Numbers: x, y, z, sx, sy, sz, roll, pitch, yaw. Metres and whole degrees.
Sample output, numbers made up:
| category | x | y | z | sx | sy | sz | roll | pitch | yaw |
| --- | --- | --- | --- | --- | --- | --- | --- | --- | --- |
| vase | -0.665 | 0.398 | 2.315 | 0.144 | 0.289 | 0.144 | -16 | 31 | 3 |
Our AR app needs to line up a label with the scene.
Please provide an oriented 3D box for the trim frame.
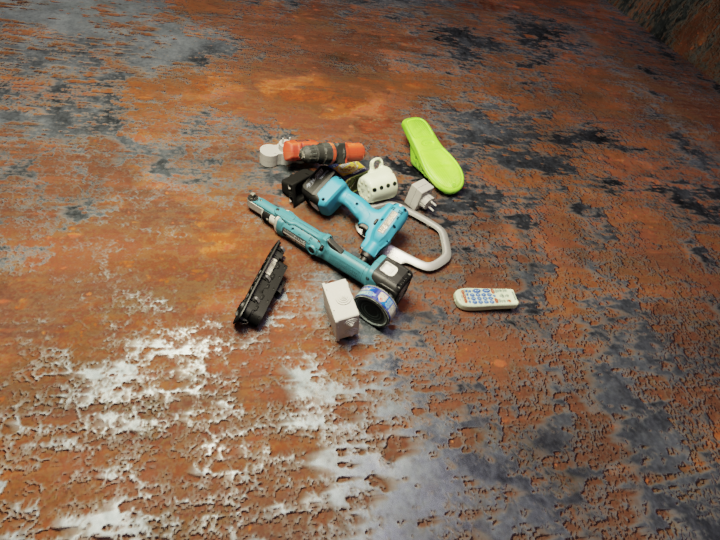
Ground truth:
| category | x | y | z | sx | sy | sz | roll | pitch | yaw |
| --- | --- | --- | --- | --- | --- | --- | --- | --- | --- |
| trim frame | 0.105 | -0.089 | 1.031 | 0.254 | 0.027 | 0.183 | 30 | 51 | 11 |

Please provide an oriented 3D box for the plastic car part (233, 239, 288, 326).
| category | x | y | z | sx | sy | sz | roll | pitch | yaw |
| --- | --- | --- | --- | --- | --- | --- | --- | --- | --- |
| plastic car part | -0.195 | 0.035 | 0.853 | 0.065 | 0.068 | 0.204 | 38 | 47 | -16 |

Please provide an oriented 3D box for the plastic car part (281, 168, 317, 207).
| category | x | y | z | sx | sy | sz | roll | pitch | yaw |
| --- | --- | --- | --- | --- | --- | --- | --- | --- | --- |
| plastic car part | -0.156 | -0.221 | 1.071 | 0.074 | 0.064 | 0.115 | 24 | 46 | 24 |

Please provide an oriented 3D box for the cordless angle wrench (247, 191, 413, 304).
| category | x | y | z | sx | sy | sz | roll | pitch | yaw |
| --- | --- | --- | --- | --- | --- | --- | --- | --- | --- |
| cordless angle wrench | -0.091 | -0.060 | 0.935 | 0.439 | 0.095 | 0.073 | 32 | 51 | 20 |

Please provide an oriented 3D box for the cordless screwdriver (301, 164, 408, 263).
| category | x | y | z | sx | sy | sz | roll | pitch | yaw |
| --- | --- | --- | --- | --- | --- | --- | --- | --- | --- |
| cordless screwdriver | -0.031 | -0.132 | 0.995 | 0.258 | 0.072 | 0.159 | 33 | 79 | 20 |
